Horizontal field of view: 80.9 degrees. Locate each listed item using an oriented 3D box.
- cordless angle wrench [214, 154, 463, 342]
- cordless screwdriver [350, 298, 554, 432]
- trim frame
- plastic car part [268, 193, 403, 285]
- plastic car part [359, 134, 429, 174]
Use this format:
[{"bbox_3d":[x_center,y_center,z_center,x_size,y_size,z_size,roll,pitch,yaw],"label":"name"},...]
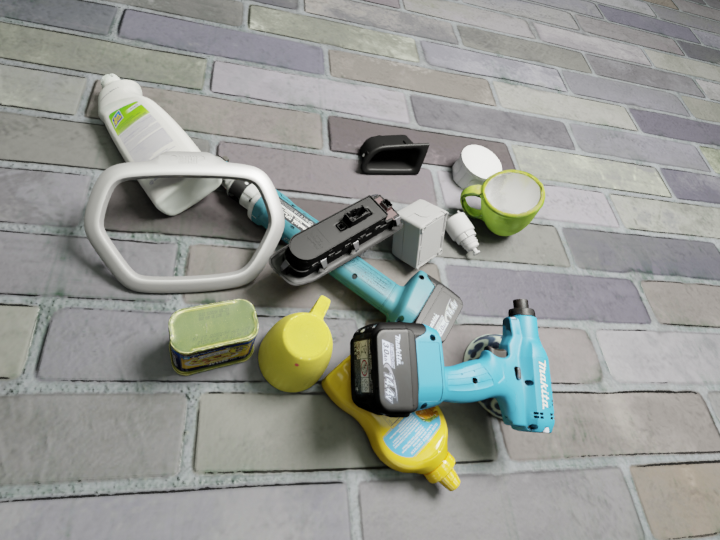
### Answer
[{"bbox_3d":[-0.060,-0.039,0.612,0.430,0.073,0.097,36,58,8],"label":"cordless angle wrench"},{"bbox_3d":[0.115,0.099,0.497,0.241,0.075,0.162,10,70,-17],"label":"cordless screwdriver"},{"bbox_3d":[-0.222,-0.063,0.551,0.243,0.028,0.183,-3,97,-14],"label":"trim frame"},{"bbox_3d":[-0.024,-0.047,0.556,0.199,0.067,0.068,-33,79,-25],"label":"plastic car part"},{"bbox_3d":[0.050,-0.214,0.754,0.114,0.064,0.074,-3,48,-15],"label":"plastic car part"}]
